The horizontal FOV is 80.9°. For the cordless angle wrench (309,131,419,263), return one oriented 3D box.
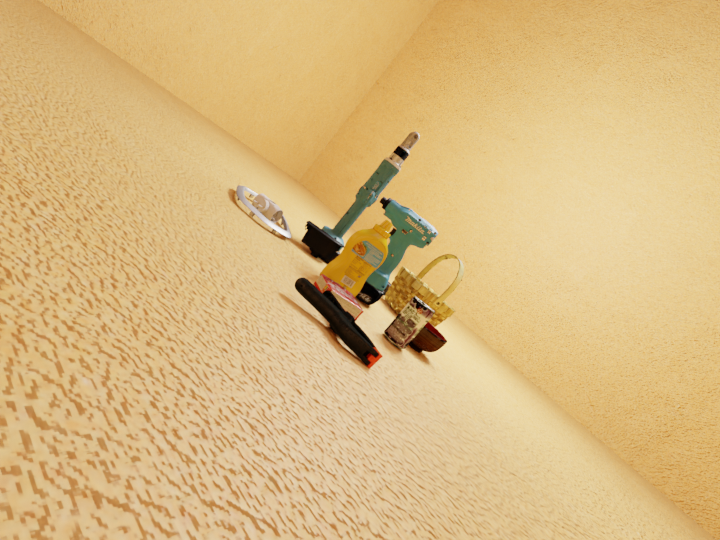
[{"bbox_3d":[0.018,-0.205,1.153,0.073,0.423,0.100,38,8,-14],"label":"cordless angle wrench"}]

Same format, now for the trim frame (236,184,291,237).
[{"bbox_3d":[-0.246,-0.150,1.088,0.177,0.027,0.258,36,8,-24],"label":"trim frame"}]

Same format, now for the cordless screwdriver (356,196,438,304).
[{"bbox_3d":[0.049,-0.048,1.032,0.162,0.249,0.073,41,8,10],"label":"cordless screwdriver"}]

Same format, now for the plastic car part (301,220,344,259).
[{"bbox_3d":[-0.108,-0.071,1.104,0.117,0.071,0.066,39,7,1],"label":"plastic car part"}]
